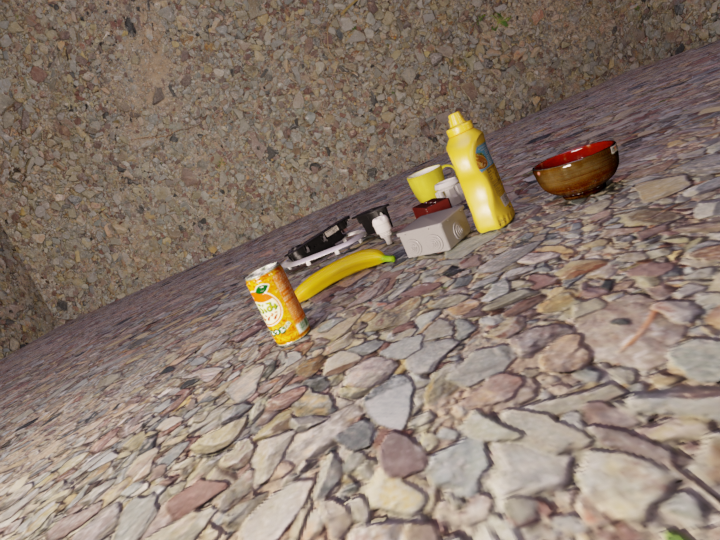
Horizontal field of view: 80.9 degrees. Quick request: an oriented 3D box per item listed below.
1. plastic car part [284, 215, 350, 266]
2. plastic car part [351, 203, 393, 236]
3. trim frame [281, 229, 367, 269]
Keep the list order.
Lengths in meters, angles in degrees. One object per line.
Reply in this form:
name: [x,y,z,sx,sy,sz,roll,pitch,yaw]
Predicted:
plastic car part: [-0.106,-0.070,1.088,0.199,0.066,0.069,-31,13,-25]
plastic car part: [0.038,-0.113,0.997,0.065,0.070,0.120,-27,13,-16]
trim frame: [-0.090,-0.054,1.083,0.251,0.027,0.186,-22,14,8]
